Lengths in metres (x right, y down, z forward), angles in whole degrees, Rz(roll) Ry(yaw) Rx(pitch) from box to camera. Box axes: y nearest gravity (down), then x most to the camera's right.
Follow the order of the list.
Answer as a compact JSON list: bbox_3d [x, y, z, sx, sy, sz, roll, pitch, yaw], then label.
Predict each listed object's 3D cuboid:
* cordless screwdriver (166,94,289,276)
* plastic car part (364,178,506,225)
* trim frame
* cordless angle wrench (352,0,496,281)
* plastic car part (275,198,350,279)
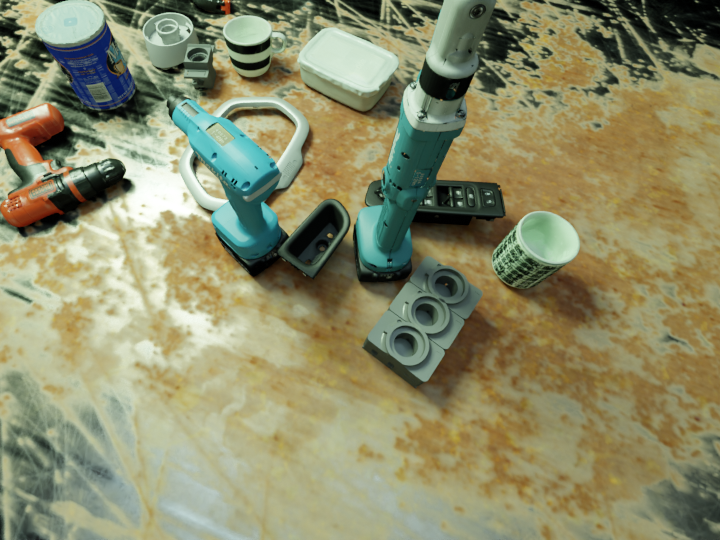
[{"bbox_3d":[-0.165,-0.099,0.540,0.073,0.244,0.164,-41,76,-20],"label":"cordless screwdriver"},{"bbox_3d":[0.107,-0.103,0.648,0.203,0.065,0.068,6,66,1],"label":"plastic car part"},{"bbox_3d":[-0.190,-0.200,0.707,0.188,0.027,0.249,23,66,9],"label":"trim frame"},{"bbox_3d":[0.051,-0.101,0.453,0.074,0.415,0.100,-3,67,-8],"label":"cordless angle wrench"},{"bbox_3d":[-0.060,-0.039,0.611,0.068,0.069,0.116,34,68,10],"label":"plastic car part"}]
